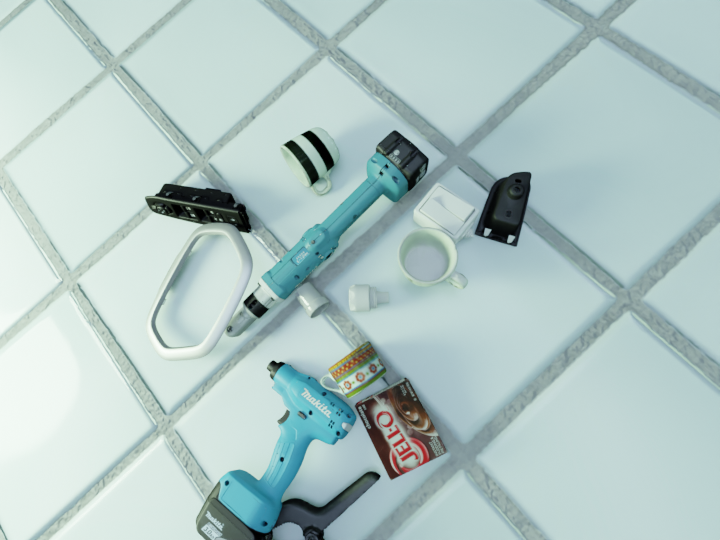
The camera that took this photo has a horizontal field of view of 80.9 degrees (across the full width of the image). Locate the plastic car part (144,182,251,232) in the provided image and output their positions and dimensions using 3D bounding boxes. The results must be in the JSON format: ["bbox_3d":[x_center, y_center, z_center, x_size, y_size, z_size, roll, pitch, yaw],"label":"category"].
[{"bbox_3d":[-0.291,-0.120,0.758,0.207,0.064,0.068,7,69,12],"label":"plastic car part"}]

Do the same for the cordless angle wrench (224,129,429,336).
[{"bbox_3d":[-0.067,-0.044,0.685,0.423,0.096,0.076,-45,80,1],"label":"cordless angle wrench"}]

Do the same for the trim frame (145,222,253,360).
[{"bbox_3d":[-0.274,0.033,0.713,0.193,0.026,0.249,21,83,28],"label":"trim frame"}]

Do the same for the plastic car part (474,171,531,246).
[{"bbox_3d":[0.231,-0.106,0.653,0.067,0.069,0.117,18,83,10],"label":"plastic car part"}]

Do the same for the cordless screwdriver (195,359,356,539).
[{"bbox_3d":[-0.137,0.266,0.618,0.166,0.071,0.248,30,73,25],"label":"cordless screwdriver"}]
